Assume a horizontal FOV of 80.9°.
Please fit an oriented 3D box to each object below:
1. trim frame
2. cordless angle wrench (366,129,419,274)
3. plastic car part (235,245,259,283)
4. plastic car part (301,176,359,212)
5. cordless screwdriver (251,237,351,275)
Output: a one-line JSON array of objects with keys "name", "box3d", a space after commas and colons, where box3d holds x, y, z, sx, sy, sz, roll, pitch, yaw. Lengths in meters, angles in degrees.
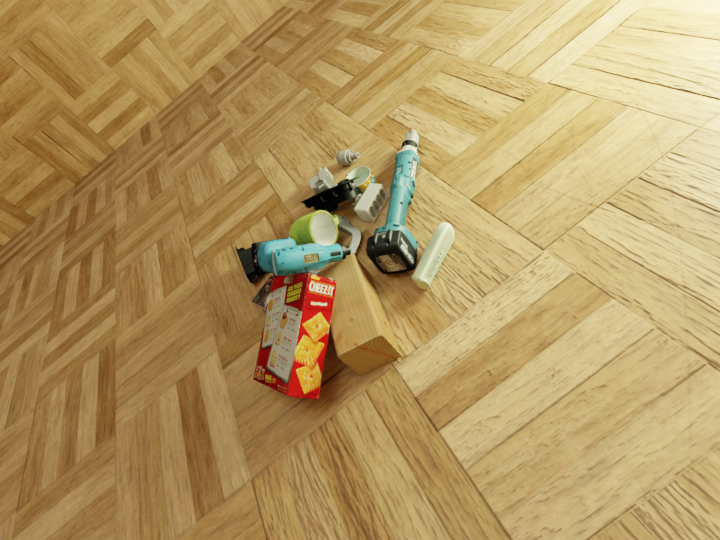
[{"name": "trim frame", "box3d": [-0.103, -0.067, 1.048, 0.263, 0.026, 0.184, 25, 74, 46]}, {"name": "cordless angle wrench", "box3d": [0.096, -0.186, 0.961, 0.077, 0.093, 0.430, -13, 47, 31]}, {"name": "plastic car part", "box3d": [-0.279, -0.022, 1.120, 0.070, 0.063, 0.123, -30, 45, -9]}, {"name": "plastic car part", "box3d": [-0.072, -0.184, 1.065, 0.064, 0.067, 0.210, -19, 1, -35]}, {"name": "cordless screwdriver", "box3d": [-0.139, -0.033, 0.907, 0.154, 0.074, 0.258, -11, 8, -25]}]
